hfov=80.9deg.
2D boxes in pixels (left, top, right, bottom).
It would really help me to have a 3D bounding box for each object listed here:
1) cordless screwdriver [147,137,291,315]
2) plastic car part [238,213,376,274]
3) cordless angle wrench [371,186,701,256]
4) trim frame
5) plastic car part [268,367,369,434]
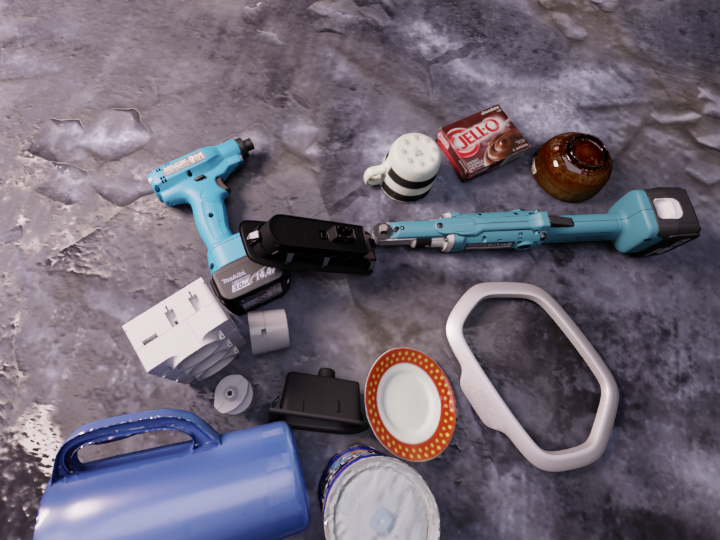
[{"bbox_3d":[-0.173,-0.075,0.585,0.157,0.073,0.257,-30,70,-14],"label":"cordless screwdriver"},{"bbox_3d":[-0.052,-0.034,0.533,0.194,0.069,0.067,2,73,-34],"label":"plastic car part"},{"bbox_3d":[0.228,-0.059,0.595,0.423,0.096,0.076,-3,71,0],"label":"cordless angle wrench"},{"bbox_3d":[0.220,0.127,0.551,0.182,0.027,0.255,-29,75,-14],"label":"trim frame"},{"bbox_3d":[-0.050,0.154,0.512,0.115,0.065,0.073,5,56,-6],"label":"plastic car part"}]
